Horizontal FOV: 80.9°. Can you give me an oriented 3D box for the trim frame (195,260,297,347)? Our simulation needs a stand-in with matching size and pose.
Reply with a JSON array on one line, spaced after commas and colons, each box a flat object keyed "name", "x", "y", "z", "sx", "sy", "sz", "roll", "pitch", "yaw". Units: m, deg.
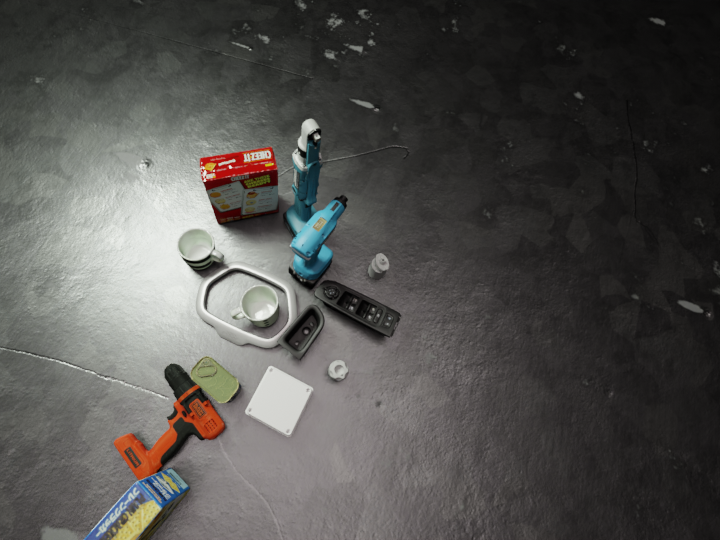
[{"name": "trim frame", "x": -0.266, "y": 0.080, "z": 0.995, "sx": 0.251, "sy": 0.027, "sz": 0.185, "roll": 22, "pitch": 68, "yaw": 5}]

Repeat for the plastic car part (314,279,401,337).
[{"name": "plastic car part", "x": -0.012, "y": 0.087, "z": 0.989, "sx": 0.206, "sy": 0.066, "sz": 0.066, "roll": 28, "pitch": 69, "yaw": 7}]

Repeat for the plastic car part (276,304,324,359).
[{"name": "plastic car part", "x": -0.127, "y": 0.140, "z": 0.957, "sx": 0.067, "sy": 0.070, "sz": 0.116, "roll": 36, "pitch": 70, "yaw": 7}]

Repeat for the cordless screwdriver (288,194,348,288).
[{"name": "cordless screwdriver", "x": -0.093, "y": -0.061, "z": 0.947, "sx": 0.075, "sy": 0.246, "sz": 0.159, "roll": 35, "pitch": 69, "yaw": 4}]

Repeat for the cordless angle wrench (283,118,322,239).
[{"name": "cordless angle wrench", "x": -0.116, "y": -0.178, "z": 0.900, "sx": 0.073, "sy": 0.418, "sz": 0.100, "roll": -25, "pitch": 77, "yaw": -17}]
